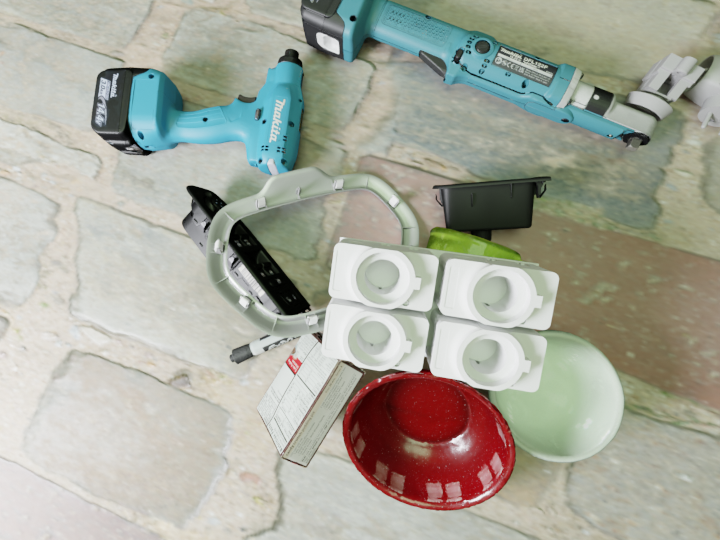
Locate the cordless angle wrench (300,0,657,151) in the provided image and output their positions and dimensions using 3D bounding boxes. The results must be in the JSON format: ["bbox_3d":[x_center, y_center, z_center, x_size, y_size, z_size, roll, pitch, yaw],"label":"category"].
[{"bbox_3d":[0.134,-0.247,0.500,0.430,0.073,0.098,26,85,8],"label":"cordless angle wrench"}]

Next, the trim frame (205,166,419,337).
[{"bbox_3d":[-0.046,-0.030,0.468,0.244,0.027,0.189,-17,71,-14],"label":"trim frame"}]

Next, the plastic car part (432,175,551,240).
[{"bbox_3d":[0.143,-0.068,0.477,0.118,0.065,0.070,-6,96,8],"label":"plastic car part"}]

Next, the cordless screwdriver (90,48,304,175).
[{"bbox_3d":[-0.194,-0.211,0.531,0.250,0.073,0.160,7,82,3],"label":"cordless screwdriver"}]

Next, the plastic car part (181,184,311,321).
[{"bbox_3d":[-0.146,-0.015,0.502,0.068,0.064,0.207,-41,79,24],"label":"plastic car part"}]
